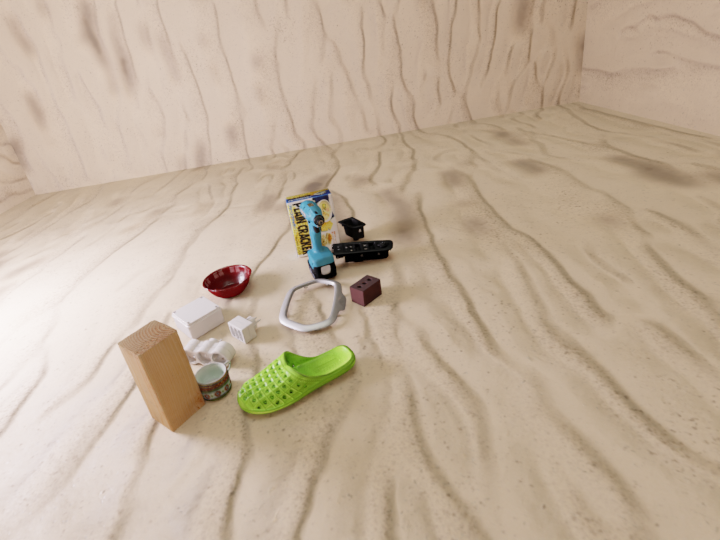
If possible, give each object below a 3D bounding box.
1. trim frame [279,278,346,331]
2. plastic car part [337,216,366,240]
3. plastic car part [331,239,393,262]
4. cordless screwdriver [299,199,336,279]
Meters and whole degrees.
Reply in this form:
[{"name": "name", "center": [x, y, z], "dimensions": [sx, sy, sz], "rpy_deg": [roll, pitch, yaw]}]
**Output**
[{"name": "trim frame", "center": [-0.134, 0.094, 1.205], "dimensions": [0.187, 0.027, 0.253], "rpy_deg": [-6, 29, 8]}, {"name": "plastic car part", "center": [-0.024, -0.147, 1.552], "dimensions": [0.064, 0.069, 0.123], "rpy_deg": [-22, 30, -22]}, {"name": "plastic car part", "center": [0.009, -0.060, 1.390], "dimensions": [0.204, 0.065, 0.068], "rpy_deg": [-9, 28, 4]}, {"name": "cordless screwdriver", "center": [-0.127, -0.083, 1.296], "dimensions": [0.073, 0.241, 0.167], "rpy_deg": [-16, 28, -14]}]
